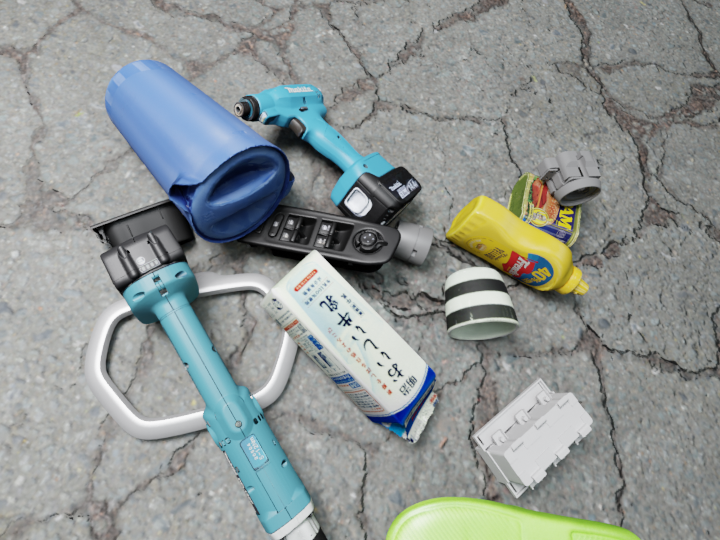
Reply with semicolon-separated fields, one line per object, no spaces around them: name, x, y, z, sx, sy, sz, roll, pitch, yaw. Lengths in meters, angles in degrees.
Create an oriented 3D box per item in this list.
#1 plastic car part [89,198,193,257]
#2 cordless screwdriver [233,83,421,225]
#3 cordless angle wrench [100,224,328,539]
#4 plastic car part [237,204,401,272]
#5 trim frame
plastic car part;-0.261;-0.042;0.529;0.114;0.067;0.071;-23;92;-21
cordless screwdriver;-0.046;-0.156;0.567;0.254;0.075;0.155;47;39;10
cordless angle wrench;-0.129;0.152;0.434;0.073;0.098;0.430;-30;80;-23
plastic car part;-0.053;-0.034;0.539;0.209;0.064;0.067;8;51;16
trim frame;-0.193;0.090;0.504;0.244;0.027;0.188;-13;73;-12
